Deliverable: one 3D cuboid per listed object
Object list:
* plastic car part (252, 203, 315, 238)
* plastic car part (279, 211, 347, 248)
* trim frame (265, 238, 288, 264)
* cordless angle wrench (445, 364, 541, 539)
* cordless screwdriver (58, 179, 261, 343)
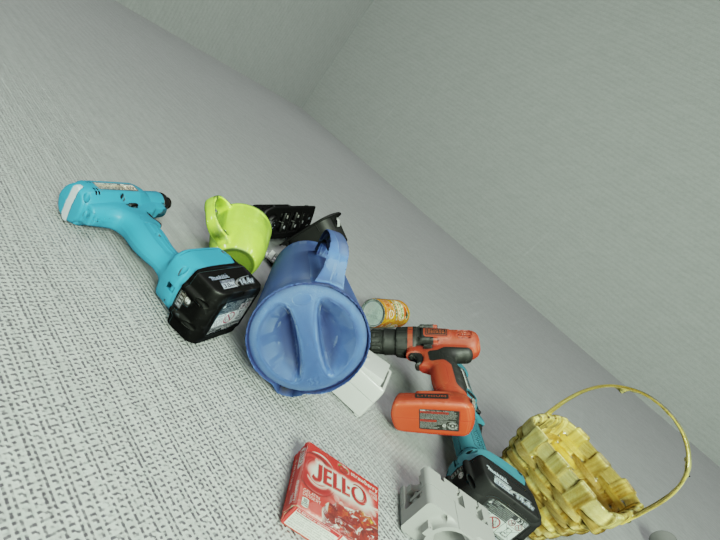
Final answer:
[{"bbox_3d":[-0.154,-0.101,0.805,0.069,0.066,0.199,31,17,9],"label":"plastic car part"},{"bbox_3d":[-0.075,-0.049,0.765,0.071,0.119,0.064,65,22,3],"label":"plastic car part"},{"bbox_3d":[-0.114,-0.018,0.806,0.248,0.027,0.184,38,19,-3],"label":"trim frame"},{"bbox_3d":[0.161,0.219,0.676,0.097,0.074,0.426,36,16,-8],"label":"cordless angle wrench"},{"bbox_3d":[-0.234,-0.028,0.532,0.256,0.074,0.155,38,17,13],"label":"cordless screwdriver"}]
